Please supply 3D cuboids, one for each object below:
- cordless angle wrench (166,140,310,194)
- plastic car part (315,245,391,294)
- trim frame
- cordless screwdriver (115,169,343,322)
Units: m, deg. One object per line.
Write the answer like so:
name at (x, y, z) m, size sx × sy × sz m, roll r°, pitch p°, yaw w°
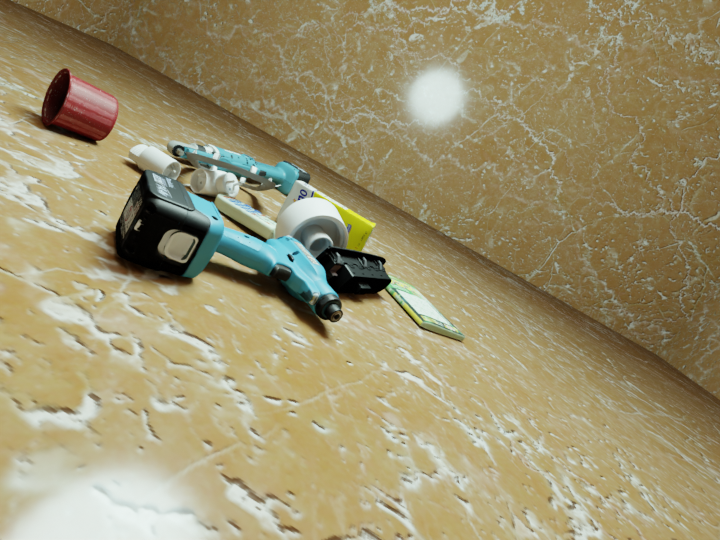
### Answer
cordless angle wrench at (-0.281, -0.251, 1.020) m, size 0.103 × 0.074 × 0.404 m, roll 36°, pitch 18°, yaw 25°
plastic car part at (-0.004, 0.006, 0.674) m, size 0.070 × 0.066 × 0.194 m, roll 46°, pitch 19°, yaw 21°
trim frame at (-0.246, -0.190, 0.823) m, size 0.179 × 0.027 × 0.256 m, roll 20°, pitch -2°, yaw -19°
cordless screwdriver at (-0.134, -0.014, 0.474) m, size 0.235 × 0.074 × 0.168 m, roll 22°, pitch 16°, yaw -43°
